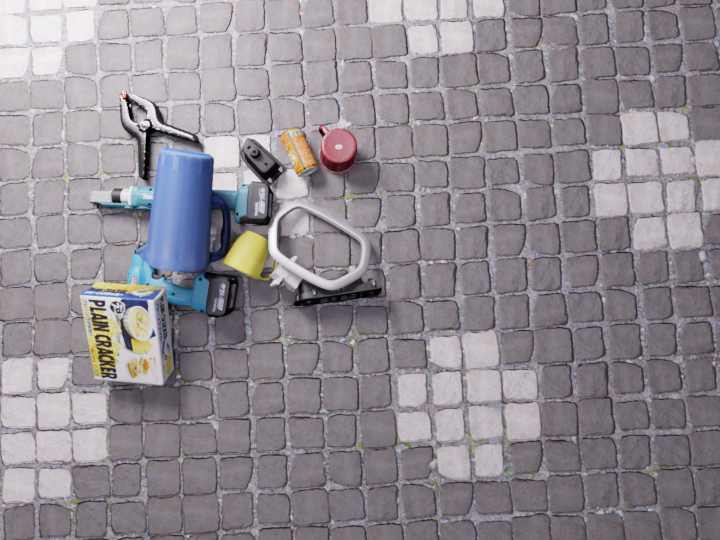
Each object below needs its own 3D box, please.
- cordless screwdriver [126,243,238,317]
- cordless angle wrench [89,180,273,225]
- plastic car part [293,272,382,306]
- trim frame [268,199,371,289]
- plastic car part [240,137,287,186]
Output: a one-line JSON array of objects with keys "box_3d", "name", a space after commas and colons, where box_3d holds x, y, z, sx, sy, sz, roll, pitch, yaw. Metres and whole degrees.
[{"box_3d": [-0.409, 0.025, 0.963, 0.251, 0.073, 0.159, 4, 87, 4], "name": "cordless screwdriver"}, {"box_3d": [-0.417, -0.162, 0.976, 0.425, 0.074, 0.098, 3, 88, 3], "name": "cordless angle wrench"}, {"box_3d": [-0.057, 0.043, 0.964, 0.203, 0.065, 0.068, -13, 79, -1], "name": "plastic car part"}, {"box_3d": [-0.094, -0.061, 0.958, 0.251, 0.027, 0.184, 28, 68, 5], "name": "trim frame"}, {"box_3d": [-0.235, -0.260, 0.978, 0.066, 0.071, 0.116, -45, 92, -4], "name": "plastic car part"}]
